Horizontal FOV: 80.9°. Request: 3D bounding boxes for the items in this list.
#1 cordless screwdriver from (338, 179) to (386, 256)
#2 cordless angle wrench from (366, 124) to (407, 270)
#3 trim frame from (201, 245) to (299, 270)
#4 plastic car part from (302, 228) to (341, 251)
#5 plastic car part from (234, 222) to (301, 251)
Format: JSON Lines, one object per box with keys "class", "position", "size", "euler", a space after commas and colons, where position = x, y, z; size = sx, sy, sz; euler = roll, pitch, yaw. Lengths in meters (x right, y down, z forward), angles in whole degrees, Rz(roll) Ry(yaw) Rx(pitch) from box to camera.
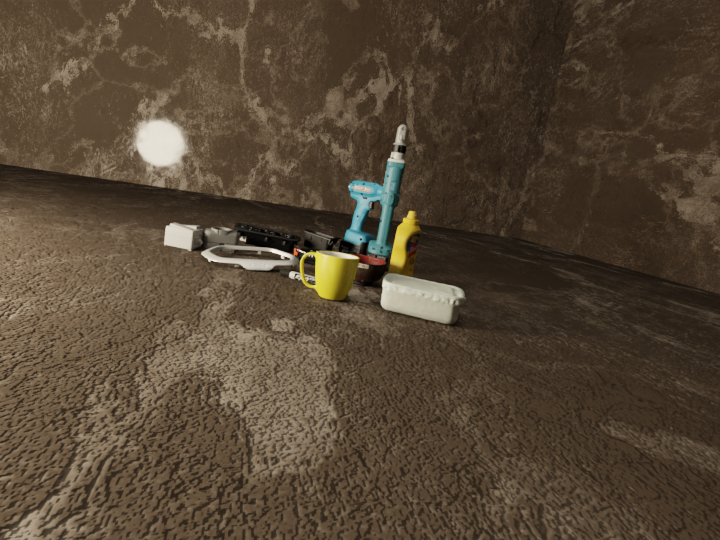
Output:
{"class": "cordless screwdriver", "position": [0.022, -0.157, 1.352], "size": [0.168, 0.247, 0.071], "euler": [17, 12, 34]}
{"class": "cordless angle wrench", "position": [0.087, -0.213, 1.242], "size": [0.075, 0.419, 0.098], "euler": [10, 9, 0]}
{"class": "trim frame", "position": [-0.278, -0.034, 1.078], "size": [0.239, 0.027, 0.193], "euler": [4, 13, -25]}
{"class": "plastic car part", "position": [-0.130, -0.085, 1.326], "size": [0.122, 0.070, 0.063], "euler": [16, 12, 29]}
{"class": "plastic car part", "position": [-0.278, -0.094, 1.267], "size": [0.199, 0.066, 0.068], "euler": [7, 11, -11]}
